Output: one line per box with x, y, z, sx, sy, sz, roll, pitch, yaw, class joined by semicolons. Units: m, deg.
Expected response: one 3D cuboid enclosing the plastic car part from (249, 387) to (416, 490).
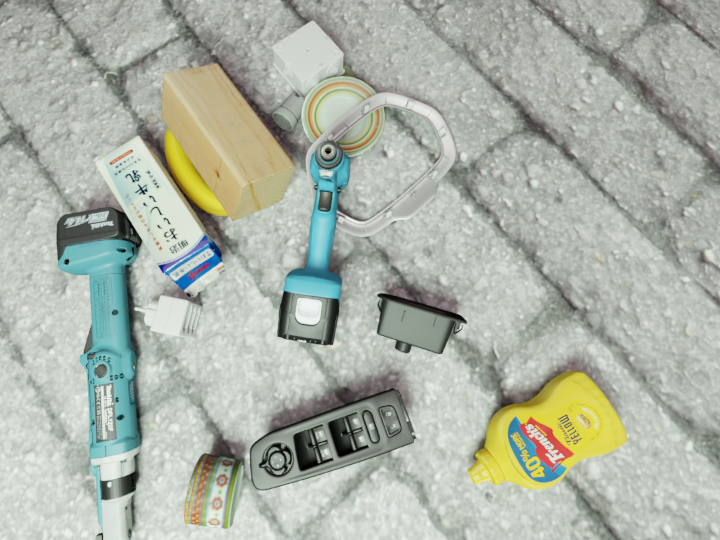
-0.041;0.208;0.529;0.201;0.067;0.067;-18;85;-8;plastic car part

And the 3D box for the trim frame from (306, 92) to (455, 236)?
0.032;-0.164;0.638;0.247;0.027;0.185;-41;88;-10;trim frame

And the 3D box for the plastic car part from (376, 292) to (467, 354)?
0.073;0.077;0.571;0.118;0.065;0.071;13;91;6;plastic car part

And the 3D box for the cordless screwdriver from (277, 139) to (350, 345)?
-0.052;-0.034;0.532;0.074;0.159;0.249;8;90;-2;cordless screwdriver

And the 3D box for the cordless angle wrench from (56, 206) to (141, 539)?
-0.332;0.129;0.559;0.098;0.073;0.430;-11;78;-3;cordless angle wrench
